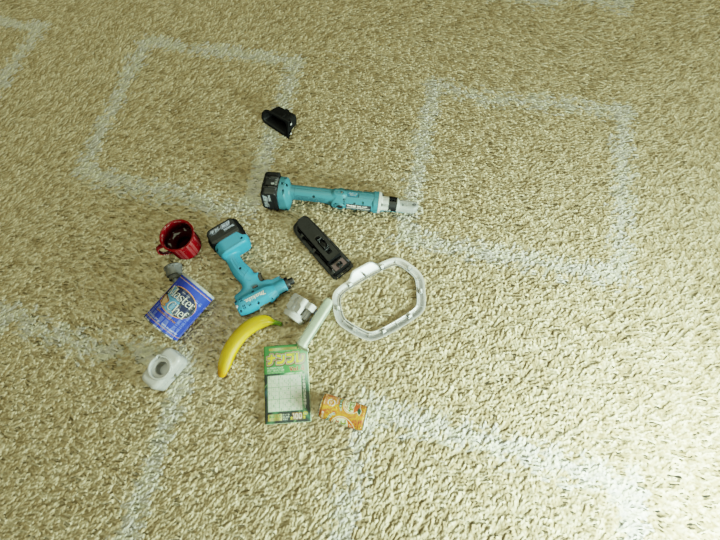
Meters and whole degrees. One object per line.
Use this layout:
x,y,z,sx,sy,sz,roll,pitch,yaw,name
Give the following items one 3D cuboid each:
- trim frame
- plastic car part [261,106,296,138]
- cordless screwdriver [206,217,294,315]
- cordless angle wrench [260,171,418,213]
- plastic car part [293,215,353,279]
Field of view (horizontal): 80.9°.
0.048,0.066,1.063,0.247,0.027,0.191,-29,67,-6,trim frame
-0.242,-0.470,1.300,0.121,0.064,0.070,37,59,20,plastic car part
-0.290,-0.023,1.106,0.158,0.072,0.256,-28,72,-8,cordless screwdriver
-0.056,-0.195,1.151,0.426,0.095,0.076,7,66,4,cordless angle wrench
-0.109,-0.072,1.118,0.066,0.064,0.211,-40,68,-5,plastic car part
